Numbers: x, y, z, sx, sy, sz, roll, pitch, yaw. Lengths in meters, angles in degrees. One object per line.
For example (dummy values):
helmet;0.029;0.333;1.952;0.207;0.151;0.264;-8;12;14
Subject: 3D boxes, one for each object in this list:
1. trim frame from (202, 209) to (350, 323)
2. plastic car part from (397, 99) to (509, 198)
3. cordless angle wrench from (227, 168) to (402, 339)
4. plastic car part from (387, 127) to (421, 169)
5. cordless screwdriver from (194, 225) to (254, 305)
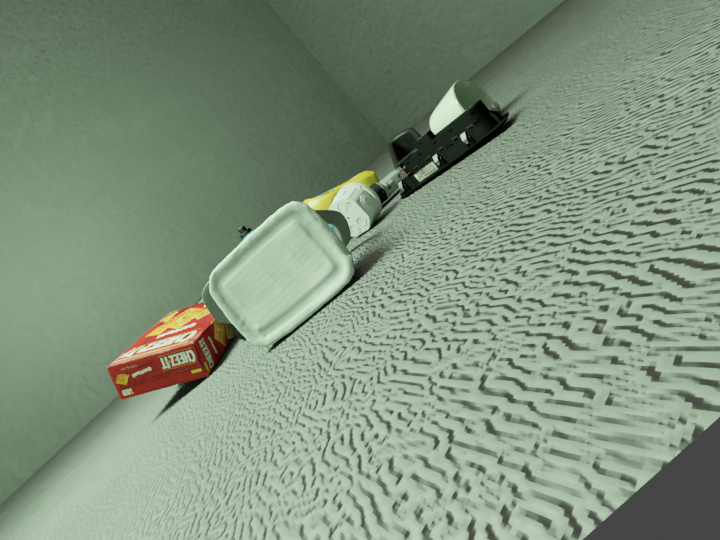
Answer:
trim frame;-0.120;-0.002;0.618;0.250;0.029;0.174;-43;-32;12
plastic car part;0.126;-0.185;0.630;0.065;0.066;0.209;-40;10;-40
cordless angle wrench;-0.075;-0.049;0.763;0.420;0.073;0.100;-42;9;-11
plastic car part;0.096;-0.205;0.759;0.067;0.068;0.120;-38;27;19
cordless screwdriver;-0.301;0.024;1.006;0.248;0.157;0.075;-44;7;-1
